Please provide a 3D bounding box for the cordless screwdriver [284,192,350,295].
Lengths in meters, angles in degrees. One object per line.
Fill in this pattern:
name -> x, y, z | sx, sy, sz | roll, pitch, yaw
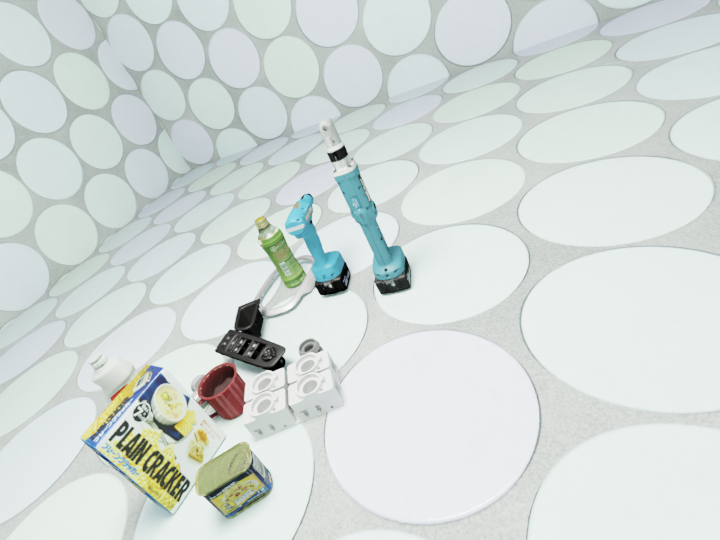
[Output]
cordless screwdriver -> -0.105, -0.069, 1.074 | 0.076, 0.238, 0.162 | -16, 31, 20

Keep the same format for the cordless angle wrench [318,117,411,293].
cordless angle wrench -> 0.007, -0.131, 0.917 | 0.076, 0.405, 0.099 | -15, 30, 20

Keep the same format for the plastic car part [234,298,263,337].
plastic car part -> -0.276, 0.137, 1.072 | 0.067, 0.068, 0.120 | -23, 31, 8

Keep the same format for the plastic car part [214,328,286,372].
plastic car part -> -0.246, 0.193, 0.973 | 0.213, 0.064, 0.066 | 2, 41, 40

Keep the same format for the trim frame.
trim frame -> -0.207, 0.039, 1.201 | 0.192, 0.026, 0.249 | -7, 37, 31
